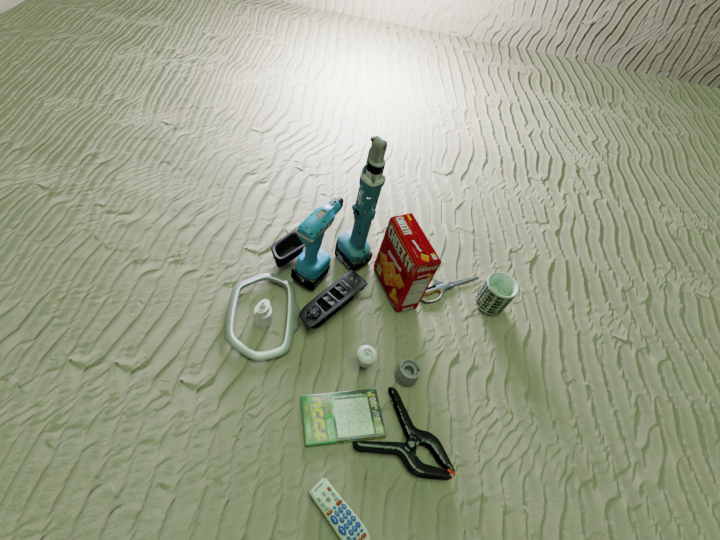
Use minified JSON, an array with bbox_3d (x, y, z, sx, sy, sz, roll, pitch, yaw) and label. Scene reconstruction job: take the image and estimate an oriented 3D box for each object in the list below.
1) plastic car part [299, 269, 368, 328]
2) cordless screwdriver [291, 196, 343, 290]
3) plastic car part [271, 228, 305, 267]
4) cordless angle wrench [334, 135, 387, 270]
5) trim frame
[{"bbox_3d":[-0.075,0.082,1.092,0.069,0.065,0.199,41,58,21],"label":"plastic car part"},{"bbox_3d":[-0.107,-0.070,1.094,0.076,0.243,0.158,31,54,12],"label":"cordless screwdriver"},{"bbox_3d":[-0.202,-0.052,1.180,0.068,0.069,0.114,38,57,19],"label":"plastic car part"},{"bbox_3d":[0.010,-0.157,1.068,0.073,0.414,0.102,-29,64,-29],"label":"cordless angle wrench"},{"bbox_3d":[-0.246,0.111,1.073,0.183,0.027,0.256,2,52,-5],"label":"trim frame"}]
